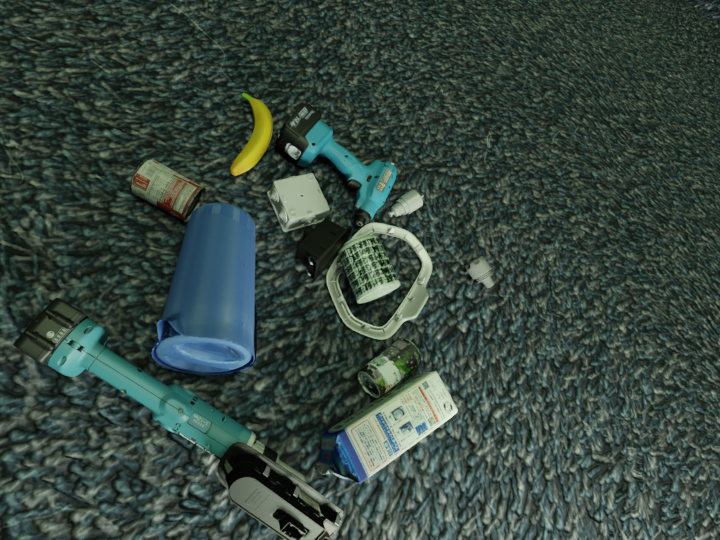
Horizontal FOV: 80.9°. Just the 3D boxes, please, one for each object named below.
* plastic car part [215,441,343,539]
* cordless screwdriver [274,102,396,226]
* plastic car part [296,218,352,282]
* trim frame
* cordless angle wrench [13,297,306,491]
[{"bbox_3d":[-0.107,0.306,0.549,0.066,0.068,0.198,-43,104,5],"label":"plastic car part"},{"bbox_3d":[-0.054,-0.205,0.838,0.245,0.075,0.160,32,60,-8],"label":"cordless screwdriver"},{"bbox_3d":[-0.075,-0.049,0.769,0.072,0.065,0.116,30,56,9],"label":"plastic car part"},{"bbox_3d":[0.043,0.011,0.798,0.184,0.028,0.247,39,58,0],"label":"trim frame"},{"bbox_3d":[-0.251,0.189,0.578,0.418,0.099,0.074,35,63,-6],"label":"cordless angle wrench"}]
